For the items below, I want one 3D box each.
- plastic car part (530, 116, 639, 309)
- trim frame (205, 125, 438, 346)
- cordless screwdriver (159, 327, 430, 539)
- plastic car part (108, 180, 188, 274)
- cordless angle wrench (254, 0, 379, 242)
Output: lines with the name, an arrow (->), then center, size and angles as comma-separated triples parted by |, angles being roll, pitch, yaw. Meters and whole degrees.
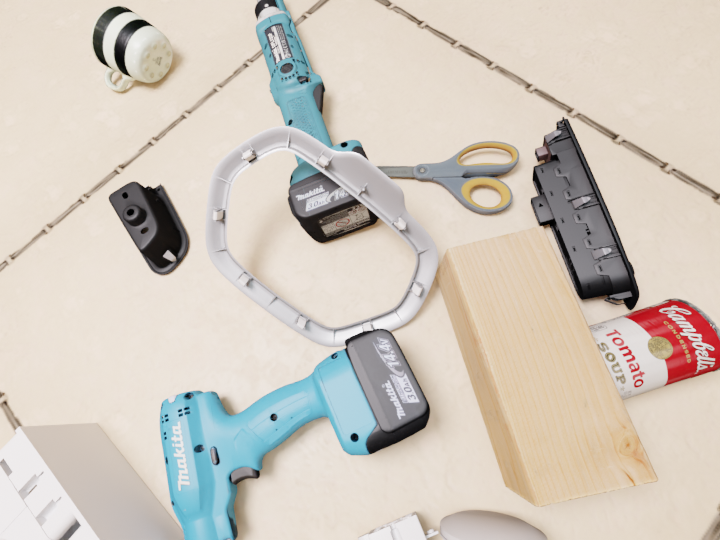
plastic car part -> 0.223, -0.055, 0.438 | 0.068, 0.063, 0.209 | -18, 68, 9
trim frame -> -0.041, -0.027, 0.418 | 0.246, 0.028, 0.184 | 40, 101, -6
cordless screwdriver -> -0.058, 0.160, 0.386 | 0.249, 0.071, 0.165 | -21, 67, 2
plastic car part -> -0.253, -0.059, 0.495 | 0.066, 0.068, 0.121 | -35, 67, -6
cordless angle wrench -> -0.084, -0.240, 0.543 | 0.099, 0.071, 0.438 | -21, 65, 5
